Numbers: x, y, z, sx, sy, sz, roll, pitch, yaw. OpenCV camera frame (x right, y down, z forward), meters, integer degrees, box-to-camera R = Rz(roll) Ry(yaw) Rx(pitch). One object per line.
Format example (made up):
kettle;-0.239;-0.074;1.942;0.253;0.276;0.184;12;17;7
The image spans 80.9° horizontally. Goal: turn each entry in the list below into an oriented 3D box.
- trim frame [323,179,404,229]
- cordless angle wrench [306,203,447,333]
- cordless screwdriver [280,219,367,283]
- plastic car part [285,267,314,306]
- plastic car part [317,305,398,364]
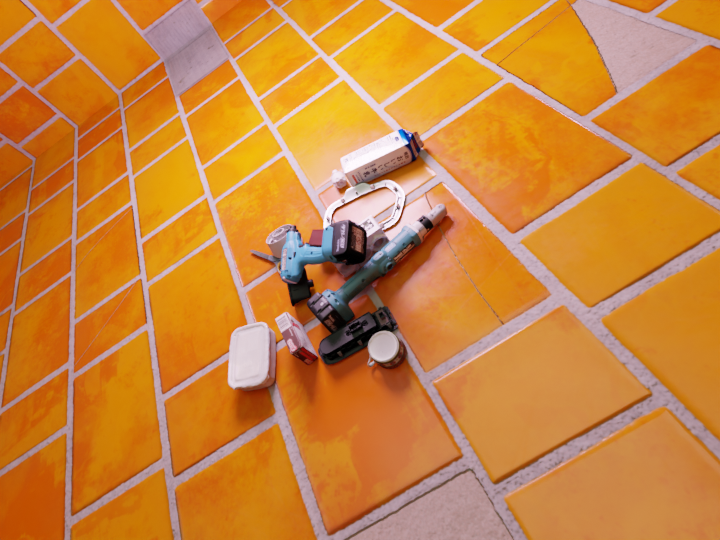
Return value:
trim frame;0.006;-0.171;1.197;0.253;0.026;0.191;-24;52;15
cordless angle wrench;0.056;-0.020;1.043;0.422;0.093;0.079;-42;49;-5
cordless screwdriver;-0.103;-0.067;1.053;0.258;0.070;0.163;-16;62;37
plastic car part;-0.163;0.035;1.139;0.071;0.064;0.120;-18;70;0
plastic car part;-0.017;0.153;0.993;0.204;0.063;0.069;-34;59;9
